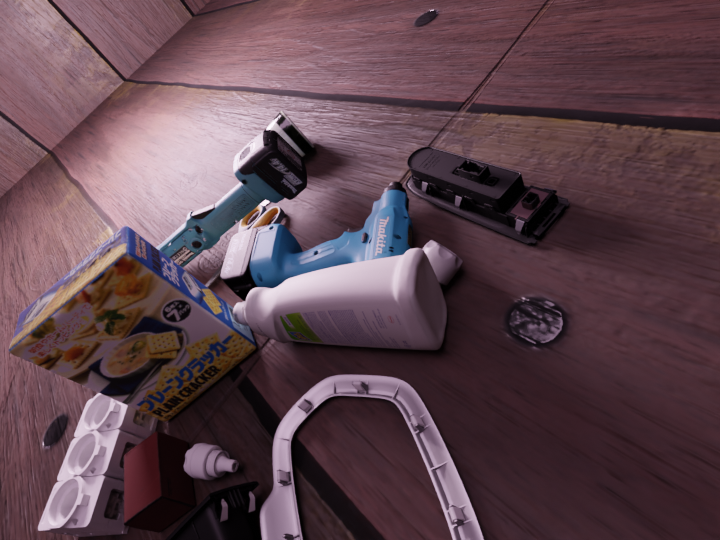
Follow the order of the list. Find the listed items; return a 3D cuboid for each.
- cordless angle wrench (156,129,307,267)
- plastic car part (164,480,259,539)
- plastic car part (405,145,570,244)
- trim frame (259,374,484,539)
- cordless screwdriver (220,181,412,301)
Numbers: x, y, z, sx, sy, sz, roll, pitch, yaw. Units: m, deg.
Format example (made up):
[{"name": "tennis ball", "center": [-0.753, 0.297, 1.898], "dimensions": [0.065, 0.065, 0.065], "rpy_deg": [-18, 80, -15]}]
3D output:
[{"name": "cordless angle wrench", "center": [-0.271, -0.062, 0.707], "dimensions": [0.429, 0.093, 0.077], "rpy_deg": [-34, 39, 20]}, {"name": "plastic car part", "center": [-0.136, 0.260, 0.382], "dimensions": [0.117, 0.062, 0.075], "rpy_deg": [-50, 56, 9]}, {"name": "plastic car part", "center": [0.124, -0.101, 0.495], "dimensions": [0.066, 0.063, 0.215], "rpy_deg": [-52, 42, -3]}, {"name": "trim frame", "center": [-0.005, 0.201, 0.362], "dimensions": [0.186, 0.026, 0.260], "rpy_deg": [-32, 46, 10]}, {"name": "cordless screwdriver", "center": [-0.054, -0.036, 0.556], "dimensions": [0.257, 0.070, 0.162], "rpy_deg": [-8, 52, 25]}]
